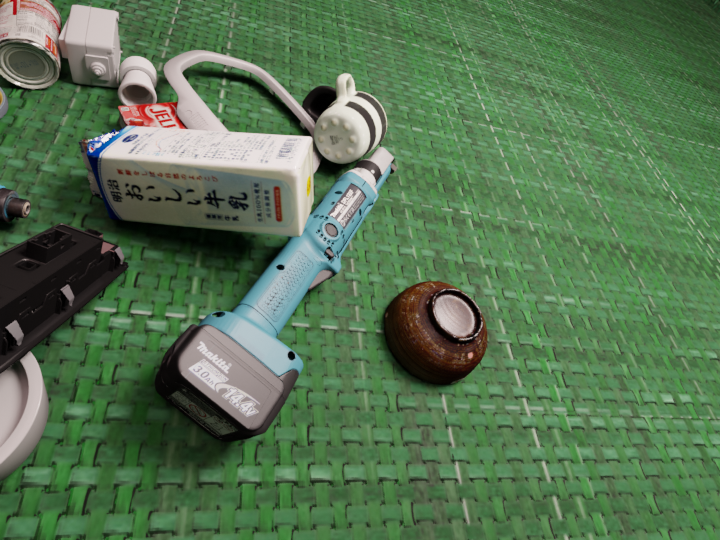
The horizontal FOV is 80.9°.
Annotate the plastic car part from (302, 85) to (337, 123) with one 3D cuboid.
[{"bbox_3d":[-0.020,-0.236,0.629,0.119,0.065,0.070,35,37,9],"label":"plastic car part"}]

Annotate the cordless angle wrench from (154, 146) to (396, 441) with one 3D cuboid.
[{"bbox_3d":[-0.045,-0.030,0.463,0.096,0.076,0.423,40,47,-11],"label":"cordless angle wrench"}]

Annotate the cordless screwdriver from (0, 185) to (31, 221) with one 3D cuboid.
[{"bbox_3d":[-0.382,0.010,0.319,0.155,0.074,0.257,9,51,-15],"label":"cordless screwdriver"}]

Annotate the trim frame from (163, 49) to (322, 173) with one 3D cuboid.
[{"bbox_3d":[-0.150,-0.211,0.564,0.253,0.028,0.179,49,45,9],"label":"trim frame"}]

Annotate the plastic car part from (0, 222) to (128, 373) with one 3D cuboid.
[{"bbox_3d":[-0.247,0.011,0.318,0.065,0.067,0.207,27,25,-12],"label":"plastic car part"}]
